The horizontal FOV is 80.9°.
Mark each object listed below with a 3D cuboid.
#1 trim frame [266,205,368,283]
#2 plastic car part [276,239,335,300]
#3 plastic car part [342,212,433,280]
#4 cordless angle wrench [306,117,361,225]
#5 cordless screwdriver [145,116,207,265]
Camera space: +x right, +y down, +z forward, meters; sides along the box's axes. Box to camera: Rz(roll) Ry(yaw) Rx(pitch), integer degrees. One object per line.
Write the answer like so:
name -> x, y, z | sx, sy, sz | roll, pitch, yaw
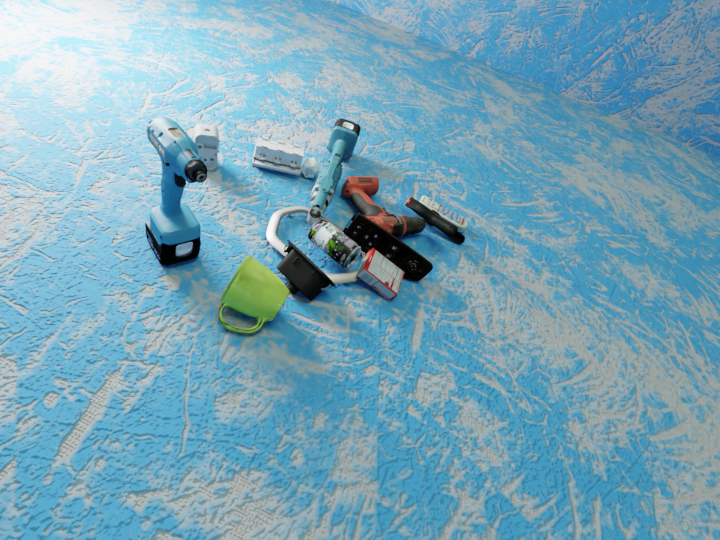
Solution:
trim frame -> -0.088, -0.058, 0.904 | 0.257, 0.027, 0.181 | 33, 45, 17
plastic car part -> -0.113, 0.009, 0.796 | 0.071, 0.064, 0.120 | -43, 74, -6
plastic car part -> 0.058, -0.048, 0.910 | 0.203, 0.066, 0.067 | 34, 13, -1
cordless angle wrench -> -0.073, -0.246, 1.052 | 0.074, 0.097, 0.430 | 18, 43, -6
cordless screwdriver -> -0.305, -0.112, 0.710 | 0.072, 0.245, 0.167 | -18, 51, -38
